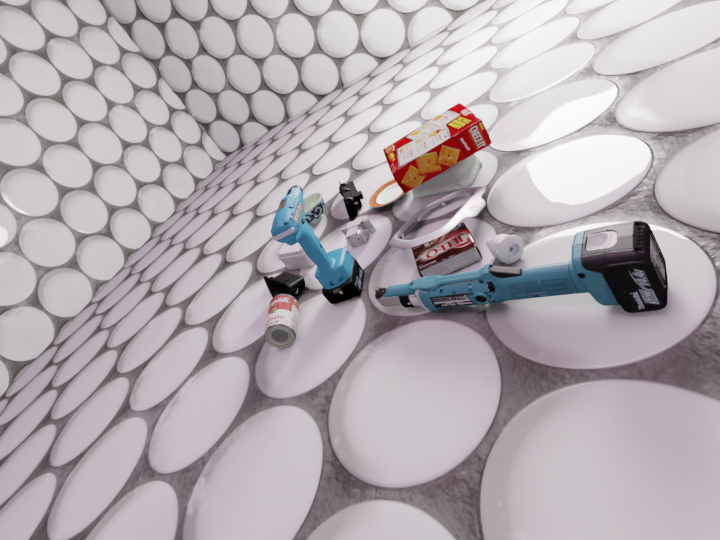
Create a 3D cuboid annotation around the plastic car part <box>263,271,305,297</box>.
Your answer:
[{"bbox_3d":[-0.177,0.034,1.052,0.122,0.064,0.070,6,35,48],"label":"plastic car part"}]

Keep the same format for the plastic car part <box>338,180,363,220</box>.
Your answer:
[{"bbox_3d":[-0.030,-0.221,1.244,0.067,0.063,0.211,-26,29,1],"label":"plastic car part"}]

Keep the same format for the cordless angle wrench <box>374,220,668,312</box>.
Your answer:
[{"bbox_3d":[0.190,0.023,0.640,0.440,0.094,0.074,-12,36,45],"label":"cordless angle wrench"}]

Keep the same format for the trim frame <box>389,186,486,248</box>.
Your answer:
[{"bbox_3d":[0.159,-0.107,0.862,0.191,0.027,0.244,-13,23,46],"label":"trim frame"}]

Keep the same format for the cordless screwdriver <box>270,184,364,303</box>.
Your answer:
[{"bbox_3d":[-0.086,-0.056,0.883,0.076,0.237,0.163,-24,34,24],"label":"cordless screwdriver"}]
